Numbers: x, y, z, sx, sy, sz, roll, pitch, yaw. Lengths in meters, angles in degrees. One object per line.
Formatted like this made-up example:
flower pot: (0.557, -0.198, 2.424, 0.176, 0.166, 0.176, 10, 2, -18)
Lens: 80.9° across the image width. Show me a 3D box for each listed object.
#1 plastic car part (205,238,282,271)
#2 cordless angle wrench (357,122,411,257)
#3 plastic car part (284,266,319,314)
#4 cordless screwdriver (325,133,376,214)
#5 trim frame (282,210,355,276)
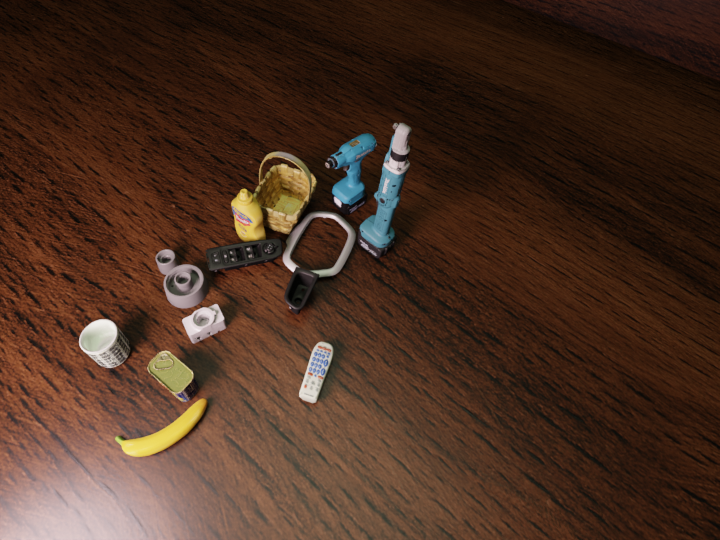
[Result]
plastic car part: (-0.306, -0.036, 1.137, 0.200, 0.065, 0.069, -14, 59, -13)
cordless angle wrench: (0.069, -0.187, 1.049, 0.102, 0.413, 0.073, 40, 60, 17)
plastic car part: (-0.155, 0.061, 1.076, 0.067, 0.069, 0.118, 17, 56, 6)
cordless screwdriver: (-0.040, -0.259, 1.197, 0.156, 0.243, 0.077, -35, 68, -26)
trim frame: (-0.117, -0.077, 1.198, 0.188, 0.027, 0.250, 18, 56, 9)
